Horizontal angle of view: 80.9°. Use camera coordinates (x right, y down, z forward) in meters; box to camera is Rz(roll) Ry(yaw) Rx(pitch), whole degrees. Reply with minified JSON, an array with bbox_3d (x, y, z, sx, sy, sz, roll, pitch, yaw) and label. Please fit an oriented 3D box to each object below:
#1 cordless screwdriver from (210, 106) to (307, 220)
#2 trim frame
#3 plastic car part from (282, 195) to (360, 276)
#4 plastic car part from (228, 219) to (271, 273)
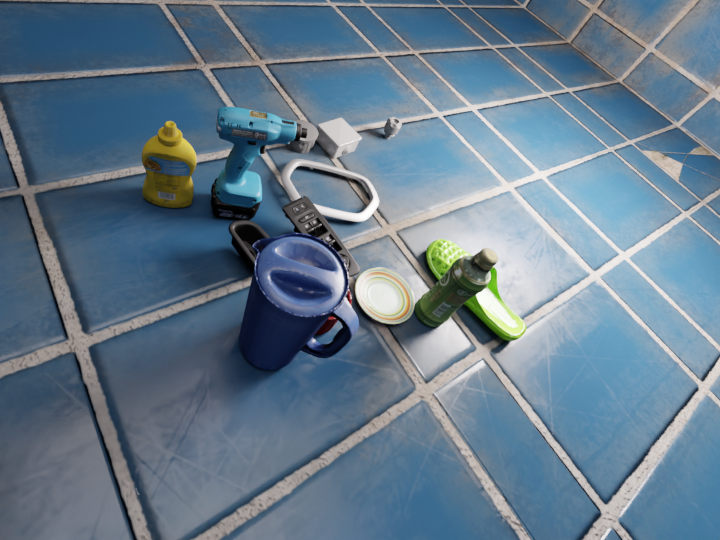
[{"bbox_3d":[-0.206,-0.200,0.818,0.154,0.248,0.077,4,56,-21],"label":"cordless screwdriver"},{"bbox_3d":[-0.071,-0.194,1.008,0.243,0.027,0.190,9,52,-14],"label":"trim frame"},{"bbox_3d":[-0.085,-0.056,0.872,0.064,0.066,0.210,-27,68,-35],"label":"plastic car part"},{"bbox_3d":[-0.206,-0.037,0.811,0.064,0.070,0.120,-32,71,-37],"label":"plastic car part"}]
